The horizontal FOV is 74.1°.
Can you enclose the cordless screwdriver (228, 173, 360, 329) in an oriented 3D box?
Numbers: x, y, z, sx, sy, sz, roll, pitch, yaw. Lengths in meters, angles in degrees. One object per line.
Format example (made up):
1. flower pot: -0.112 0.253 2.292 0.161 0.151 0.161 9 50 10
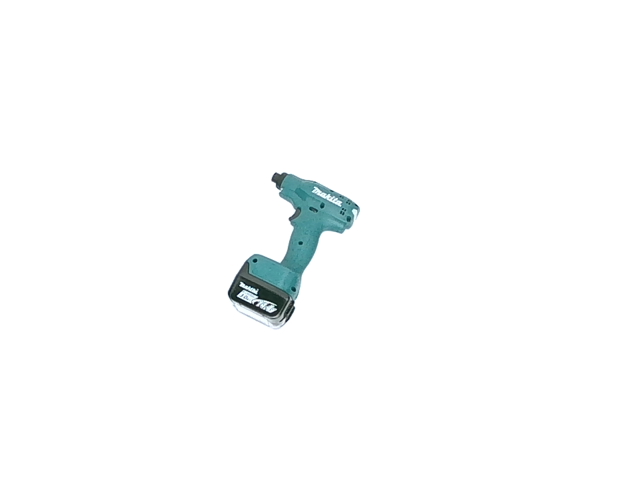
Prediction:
1. cordless screwdriver: -0.061 0.006 0.680 0.159 0.247 0.074 28 -22 11
